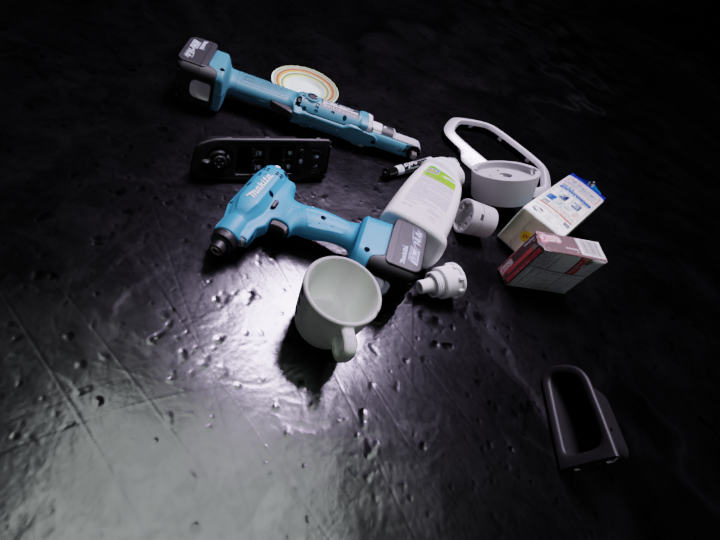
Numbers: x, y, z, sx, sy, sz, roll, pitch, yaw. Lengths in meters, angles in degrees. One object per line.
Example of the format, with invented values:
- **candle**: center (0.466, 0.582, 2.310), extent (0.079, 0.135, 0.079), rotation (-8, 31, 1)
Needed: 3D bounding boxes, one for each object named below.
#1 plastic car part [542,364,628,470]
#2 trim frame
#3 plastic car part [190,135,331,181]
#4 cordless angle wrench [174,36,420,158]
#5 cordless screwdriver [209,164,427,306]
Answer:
- **plastic car part**: center (0.263, 0.171, 0.485), extent (0.069, 0.067, 0.119), rotation (31, 41, -18)
- **trim frame**: center (0.275, -0.231, 0.850), extent (0.179, 0.027, 0.257), rotation (-28, 67, -38)
- **plastic car part**: center (-0.146, -0.169, 0.612), extent (0.196, 0.065, 0.070), rotation (-11, 48, -28)
- **cordless angle wrench**: center (-0.091, -0.271, 0.717), extent (0.414, 0.074, 0.100), rotation (16, 48, -11)
- **cordless screwdriver**: center (-0.051, -0.034, 0.526), extent (0.252, 0.073, 0.160), rotation (24, 47, 5)
